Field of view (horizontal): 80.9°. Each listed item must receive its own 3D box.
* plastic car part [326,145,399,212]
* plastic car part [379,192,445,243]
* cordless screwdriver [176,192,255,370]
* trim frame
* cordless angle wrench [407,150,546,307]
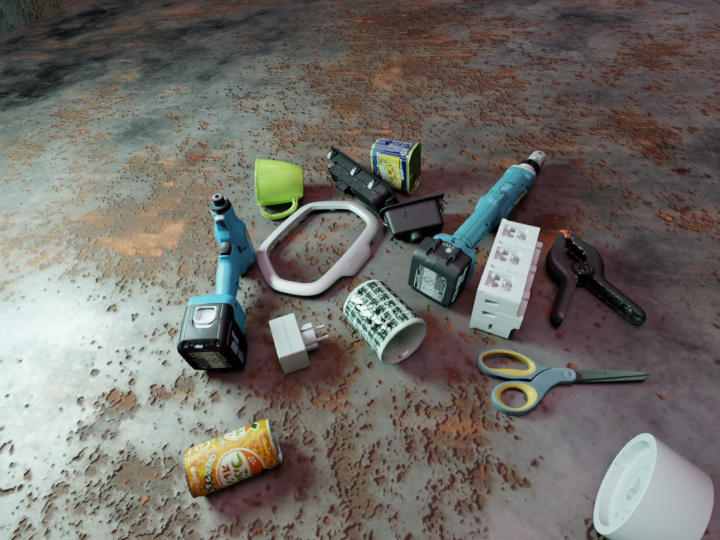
[{"bbox_3d":[-0.006,-0.177,0.845,0.066,0.063,0.214,-41,54,-15],"label":"plastic car part"},{"bbox_3d":[0.098,-0.083,0.750,0.116,0.063,0.073,-15,61,-1],"label":"plastic car part"},{"bbox_3d":[-0.212,0.013,0.639,0.075,0.153,0.257,-4,49,1],"label":"cordless screwdriver"},{"bbox_3d":[-0.074,-0.049,0.762,0.193,0.026,0.246,22,53,27],"label":"trim frame"},{"bbox_3d":[0.229,-0.105,0.727,0.078,0.095,0.417,30,54,25],"label":"cordless angle wrench"}]
